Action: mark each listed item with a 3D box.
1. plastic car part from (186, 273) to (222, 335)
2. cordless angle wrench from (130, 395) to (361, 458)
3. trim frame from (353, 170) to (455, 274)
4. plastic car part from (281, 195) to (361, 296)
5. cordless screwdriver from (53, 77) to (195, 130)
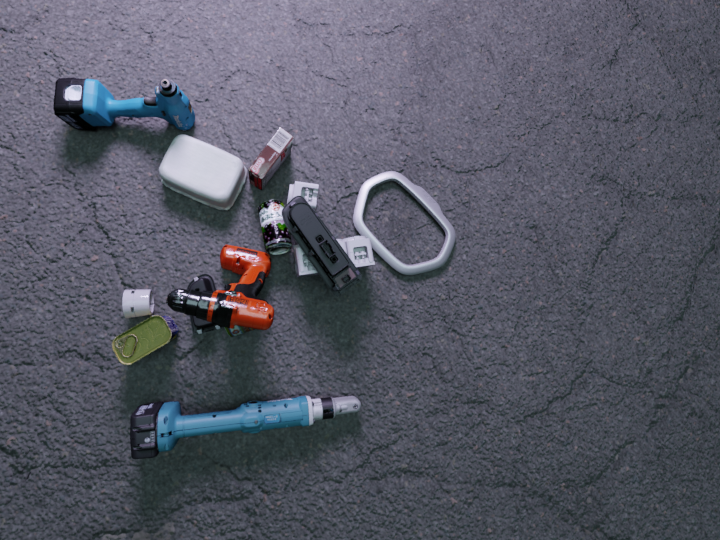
[{"bbox_3d":[-0.310,0.065,0.827,0.065,0.072,0.117,-13,88,-12],"label":"plastic car part"},{"bbox_3d":[-0.204,0.277,0.803,0.416,0.099,0.074,-3,88,-11],"label":"cordless angle wrench"},{"bbox_3d":[0.096,-0.104,0.924,0.250,0.027,0.183,45,80,2],"label":"trim frame"},{"bbox_3d":[-0.077,-0.050,0.786,0.066,0.067,0.205,-35,85,-5],"label":"plastic car part"},{"bbox_3d":[-0.459,-0.329,0.820,0.246,0.160,0.075,1,85,-7],"label":"cordless screwdriver"}]
